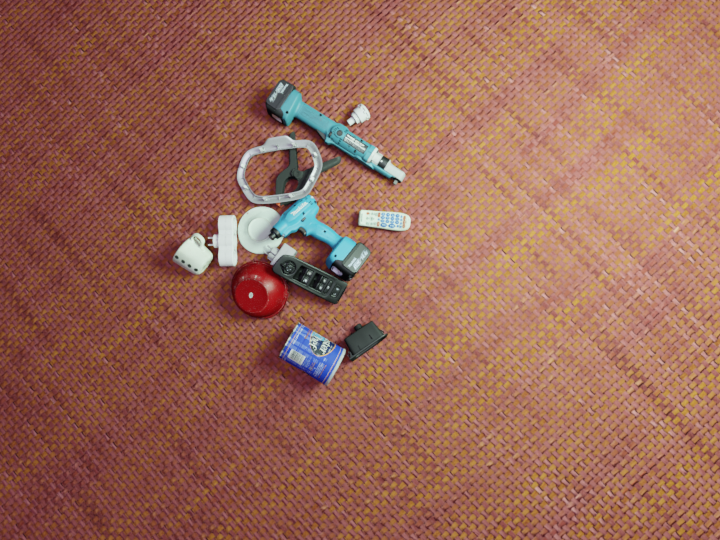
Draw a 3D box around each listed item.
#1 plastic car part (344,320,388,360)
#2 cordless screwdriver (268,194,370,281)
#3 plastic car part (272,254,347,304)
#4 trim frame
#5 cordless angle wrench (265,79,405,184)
[{"bbox_3d":[0.005,0.176,1.101,0.116,0.064,0.073,-38,72,-5],"label":"plastic car part"},{"bbox_3d":[-0.108,-0.070,1.101,0.253,0.074,0.158,42,68,7],"label":"cordless screwdriver"},{"bbox_3d":[-0.135,0.012,1.099,0.194,0.070,0.066,27,103,-24],"label":"plastic car part"},{"bbox_3d":[-0.223,-0.272,1.141,0.255,0.026,0.186,-4,78,17],"label":"trim frame"},{"bbox_3d":[-0.061,-0.365,1.151,0.425,0.074,0.098,33,86,3],"label":"cordless angle wrench"}]
